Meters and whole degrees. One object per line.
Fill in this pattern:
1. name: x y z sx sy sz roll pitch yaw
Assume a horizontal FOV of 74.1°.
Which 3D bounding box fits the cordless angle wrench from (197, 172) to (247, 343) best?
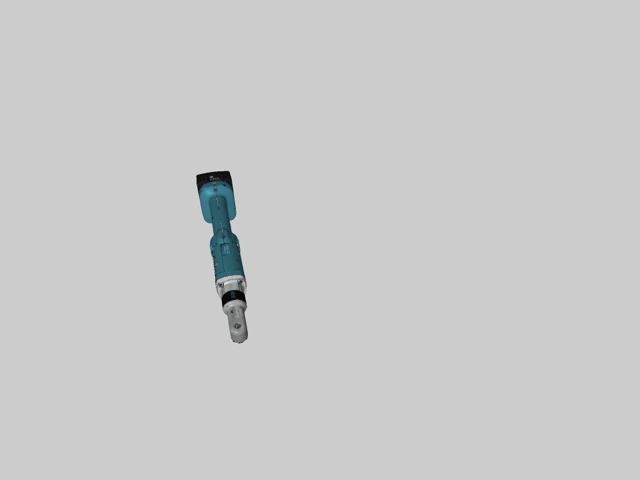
1. cordless angle wrench: -0.182 0.015 0.808 0.074 0.098 0.421 -9 43 -12
